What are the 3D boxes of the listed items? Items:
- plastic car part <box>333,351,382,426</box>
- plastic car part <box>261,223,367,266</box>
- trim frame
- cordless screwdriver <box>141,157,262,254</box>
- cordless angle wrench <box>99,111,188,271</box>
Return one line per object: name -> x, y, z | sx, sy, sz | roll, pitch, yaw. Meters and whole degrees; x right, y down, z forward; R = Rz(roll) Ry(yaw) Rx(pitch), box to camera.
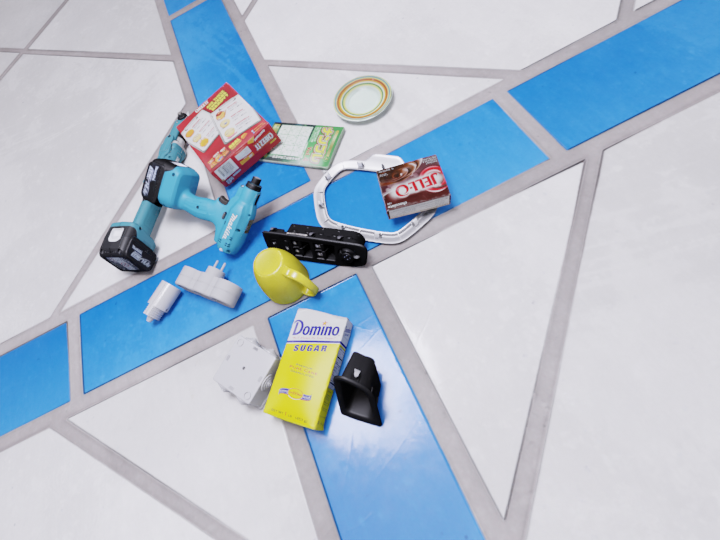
plastic car part -> 0.003, 0.165, 0.621 | 0.068, 0.112, 0.071 | 9, 44, 19
plastic car part -> -0.076, -0.050, 0.779 | 0.211, 0.064, 0.067 | 12, 43, 24
trim frame -> 0.022, -0.142, 0.806 | 0.259, 0.026, 0.185 | 13, 69, 25
cordless screwdriver -> -0.315, -0.158, 0.853 | 0.257, 0.072, 0.158 | 30, 104, 16
cordless angle wrench -> -0.463, -0.200, 0.969 | 0.076, 0.093, 0.431 | -2, 60, 15
